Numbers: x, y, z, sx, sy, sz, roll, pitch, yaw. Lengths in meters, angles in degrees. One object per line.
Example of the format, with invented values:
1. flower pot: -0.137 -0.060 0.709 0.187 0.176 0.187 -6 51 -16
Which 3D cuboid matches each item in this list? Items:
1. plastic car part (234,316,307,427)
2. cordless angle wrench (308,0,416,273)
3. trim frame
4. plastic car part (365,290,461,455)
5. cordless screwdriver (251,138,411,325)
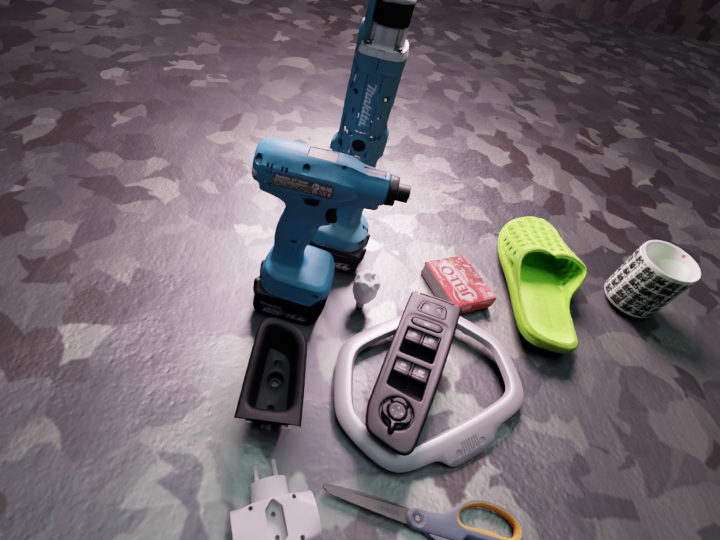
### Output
1. plastic car part: -0.095 0.120 0.470 0.065 0.069 0.120 8 47 -6
2. cordless angle wrench: 0.000 -0.163 0.511 0.098 0.415 0.075 18 47 1
3. trim frame: 0.082 0.136 0.517 0.241 0.027 0.193 -18 53 -24
4. plastic car part: 0.058 0.119 0.502 0.068 0.066 0.203 23 48 7
5. cordless screwdriver: -0.049 -0.032 0.499 0.159 0.244 0.076 15 47 -1
